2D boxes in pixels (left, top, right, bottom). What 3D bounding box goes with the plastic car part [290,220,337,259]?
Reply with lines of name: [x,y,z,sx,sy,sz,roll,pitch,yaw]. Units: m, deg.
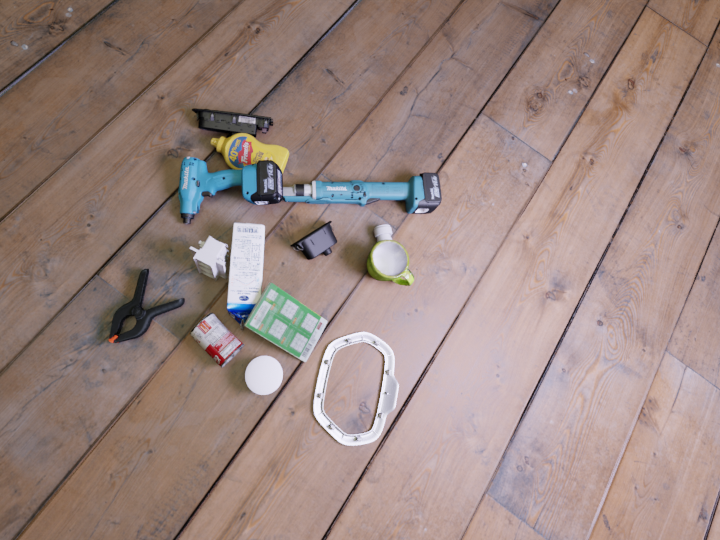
plastic car part: [-0.101,-0.066,1.028,0.115,0.068,0.070,-31,99,-19]

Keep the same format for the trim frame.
trim frame: [-0.007,0.264,0.960,0.182,0.027,0.251,15,71,-5]

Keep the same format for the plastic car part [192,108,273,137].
plastic car part: [-0.328,-0.375,1.083,0.200,0.068,0.066,10,100,-7]

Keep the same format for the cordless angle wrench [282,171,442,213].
cordless angle wrench: [-0.013,-0.196,1.071,0.419,0.074,0.100,-1,75,-6]

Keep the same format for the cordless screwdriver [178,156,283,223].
cordless screwdriver: [-0.311,-0.186,1.000,0.252,0.073,0.160,2,85,8]
